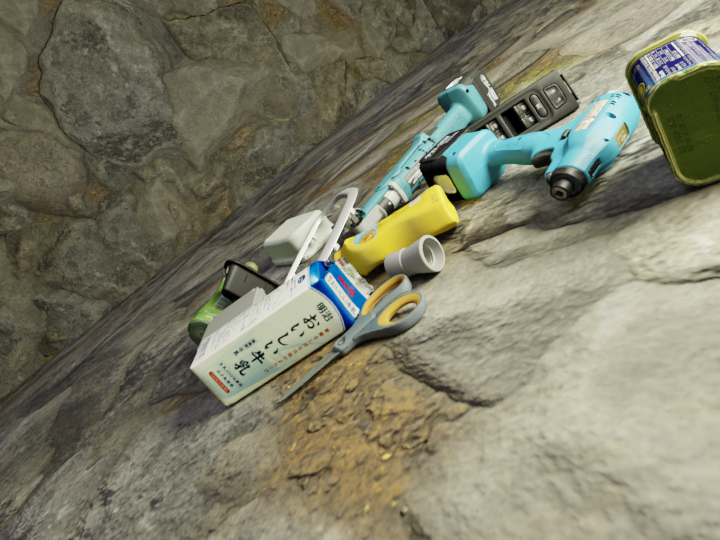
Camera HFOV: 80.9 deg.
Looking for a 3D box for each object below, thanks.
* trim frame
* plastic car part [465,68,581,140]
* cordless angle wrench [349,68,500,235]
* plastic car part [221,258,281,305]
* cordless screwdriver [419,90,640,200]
[{"bbox_3d":[-0.071,-0.047,0.730,0.188,0.026,0.251,-28,35,52],"label":"trim frame"},{"bbox_3d":[0.218,-0.220,0.656,0.205,0.065,0.067,-31,10,16],"label":"plastic car part"},{"bbox_3d":[0.116,-0.213,0.781,0.421,0.095,0.077,-52,22,-22],"label":"cordless angle wrench"},{"bbox_3d":[-0.201,0.038,0.742,0.068,0.110,0.072,-20,49,43],"label":"plastic car part"},{"bbox_3d":[0.181,-0.132,0.525,0.158,0.071,0.260,-47,27,-24],"label":"cordless screwdriver"}]
